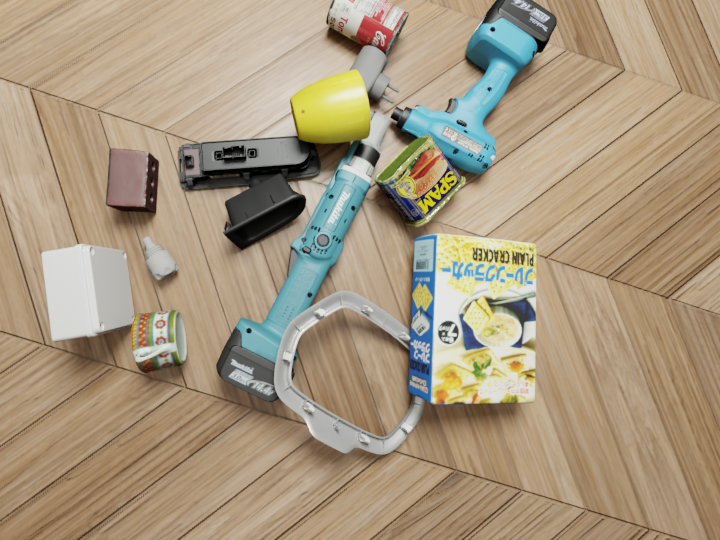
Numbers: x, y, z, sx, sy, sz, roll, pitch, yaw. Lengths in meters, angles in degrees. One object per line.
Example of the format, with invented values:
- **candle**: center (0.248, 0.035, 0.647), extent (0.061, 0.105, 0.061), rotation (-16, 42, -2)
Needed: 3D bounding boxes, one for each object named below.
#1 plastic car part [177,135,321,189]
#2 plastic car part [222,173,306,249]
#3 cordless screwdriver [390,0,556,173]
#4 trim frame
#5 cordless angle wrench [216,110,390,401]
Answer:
- **plastic car part**: center (-0.156, -0.161, 0.594), extent (0.200, 0.067, 0.067), rotation (-5, 80, -8)
- **plastic car part**: center (-0.139, -0.091, 0.586), extent (0.116, 0.064, 0.073), rotation (-32, 72, -2)
- **cordless screwdriver**: center (0.162, -0.282, 0.621), extent (0.159, 0.074, 0.249), rotation (27, 87, -2)
- **trim frame**: center (0.000, 0.138, 0.553), extent (0.238, 0.029, 0.184), rotation (38, 71, -24)
- **cordless angle wrench**: center (-0.057, -0.037, 0.585), extent (0.097, 0.075, 0.423), rotation (27, 81, -4)
